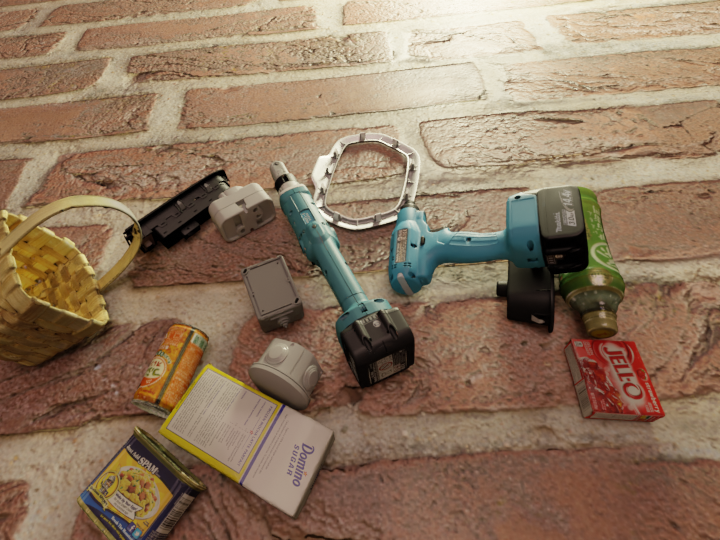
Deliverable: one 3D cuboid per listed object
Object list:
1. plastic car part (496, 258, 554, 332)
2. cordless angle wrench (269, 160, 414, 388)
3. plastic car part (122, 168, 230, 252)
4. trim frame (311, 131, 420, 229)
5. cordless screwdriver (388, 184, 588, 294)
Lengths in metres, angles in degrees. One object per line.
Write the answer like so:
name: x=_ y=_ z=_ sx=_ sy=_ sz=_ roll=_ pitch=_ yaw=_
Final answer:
plastic car part: x=0.221 y=0.020 z=0.567 sx=0.074 sy=0.063 sz=0.118 roll=4 pitch=55 yaw=25
cordless angle wrench: x=-0.061 y=-0.040 z=0.620 sx=0.073 sy=0.094 sz=0.445 roll=-23 pitch=51 yaw=-10
plastic car part: x=-0.286 y=-0.096 z=0.700 sx=0.069 sy=0.065 sz=0.201 roll=34 pitch=62 yaw=14
trim frame: x=0.008 y=-0.168 z=0.746 sx=0.189 sy=0.026 sz=0.252 roll=8 pitch=56 yaw=13
cordless screwdriver: x=0.160 y=-0.057 z=0.578 sx=0.257 sy=0.070 sz=0.162 roll=-10 pitch=50 yaw=26
